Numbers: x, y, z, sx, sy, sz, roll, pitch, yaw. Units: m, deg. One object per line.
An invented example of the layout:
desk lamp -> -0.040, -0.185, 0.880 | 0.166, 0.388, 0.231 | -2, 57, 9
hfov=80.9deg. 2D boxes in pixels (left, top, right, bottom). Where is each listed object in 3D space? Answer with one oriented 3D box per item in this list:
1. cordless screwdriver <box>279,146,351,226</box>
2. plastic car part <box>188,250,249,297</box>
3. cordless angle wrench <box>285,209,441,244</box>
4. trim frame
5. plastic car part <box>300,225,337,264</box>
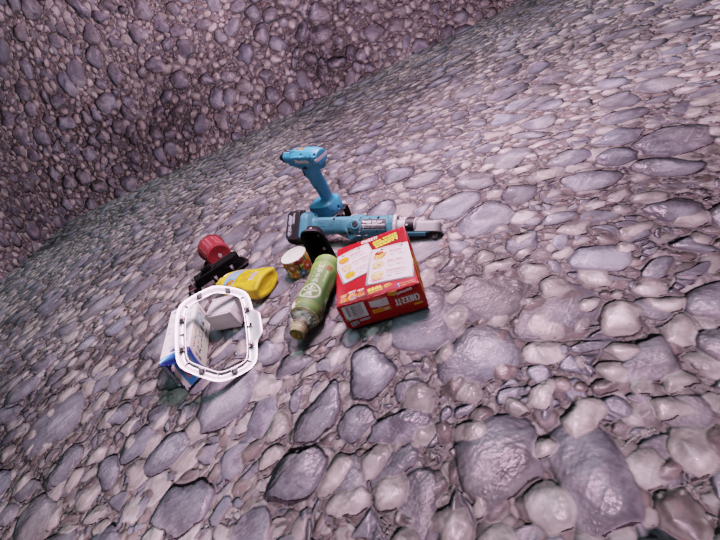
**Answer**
cordless screwdriver -> -0.131, -0.234, 1.196 | 0.168, 0.238, 0.074 | 11, 46, 40
plastic car part -> -0.430, 0.006, 1.259 | 0.201, 0.065, 0.069 | -32, 23, -12
cordless angle wrench -> -0.003, -0.110, 1.073 | 0.443, 0.070, 0.098 | 3, 84, 33
trim frame -> -0.309, 0.127, 0.922 | 0.180, 0.027, 0.260 | -5, 45, -16
plastic car part -> -0.104, -0.068, 1.062 | 0.067, 0.112, 0.072 | -20, 24, 12
